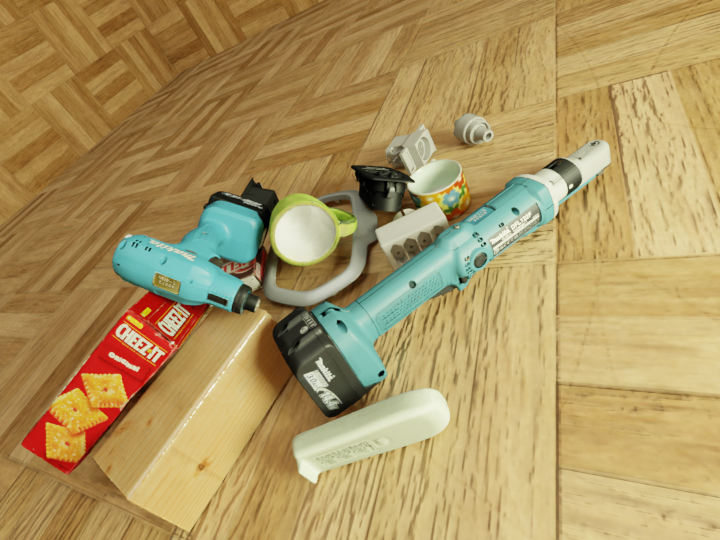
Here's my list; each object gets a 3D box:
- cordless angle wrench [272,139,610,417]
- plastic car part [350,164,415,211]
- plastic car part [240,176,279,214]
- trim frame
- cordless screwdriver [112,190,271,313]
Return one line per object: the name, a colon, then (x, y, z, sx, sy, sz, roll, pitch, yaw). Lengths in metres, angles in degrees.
cordless angle wrench: (0.107, -0.018, 0.446, 0.420, 0.093, 0.078, -36, 33, -9)
plastic car part: (0.024, -0.118, 0.598, 0.065, 0.066, 0.207, 10, 12, -9)
plastic car part: (-0.188, -0.109, 0.780, 0.073, 0.063, 0.118, 3, 52, 20)
trim frame: (-0.062, -0.041, 0.637, 0.188, 0.026, 0.256, -21, 38, 17)
cordless screwdriver: (-0.173, -0.027, 0.545, 0.160, 0.073, 0.250, 19, 22, 0)
